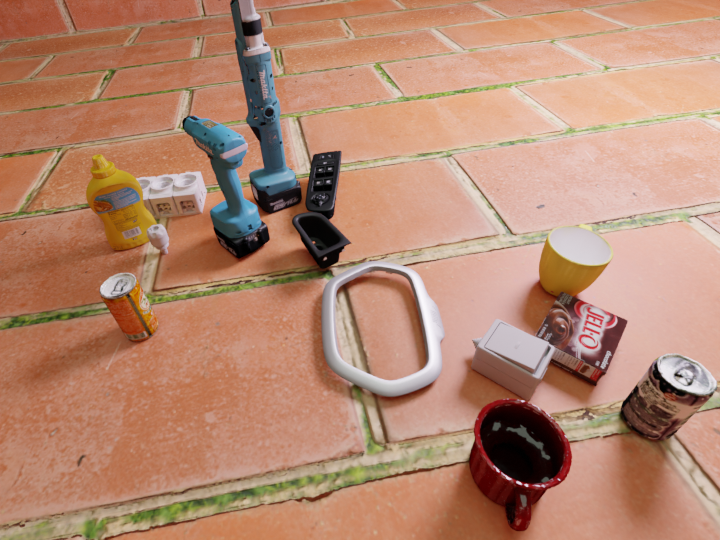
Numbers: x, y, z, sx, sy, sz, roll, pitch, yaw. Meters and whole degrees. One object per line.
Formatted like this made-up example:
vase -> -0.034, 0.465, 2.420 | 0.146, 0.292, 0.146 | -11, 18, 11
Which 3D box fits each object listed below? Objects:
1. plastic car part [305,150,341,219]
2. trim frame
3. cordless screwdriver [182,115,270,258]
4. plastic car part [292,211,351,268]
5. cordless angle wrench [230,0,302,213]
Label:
plastic car part -> -0.077, -0.176, 0.894 | 0.067, 0.065, 0.208 | 0, 44, 3
trim frame -> 0.032, 0.076, 0.645 | 0.184, 0.026, 0.257 | -6, 43, 0
cordless screwdriver -> -0.247, -0.152, 0.760 | 0.073, 0.240, 0.168 | -33, 51, -29
plastic car part -> -0.074, -0.048, 0.757 | 0.065, 0.068, 0.123 | -24, 47, -21
cordless angle wrench -> -0.182, -0.301, 0.788 | 0.096, 0.408, 0.078 | -22, 47, -21
